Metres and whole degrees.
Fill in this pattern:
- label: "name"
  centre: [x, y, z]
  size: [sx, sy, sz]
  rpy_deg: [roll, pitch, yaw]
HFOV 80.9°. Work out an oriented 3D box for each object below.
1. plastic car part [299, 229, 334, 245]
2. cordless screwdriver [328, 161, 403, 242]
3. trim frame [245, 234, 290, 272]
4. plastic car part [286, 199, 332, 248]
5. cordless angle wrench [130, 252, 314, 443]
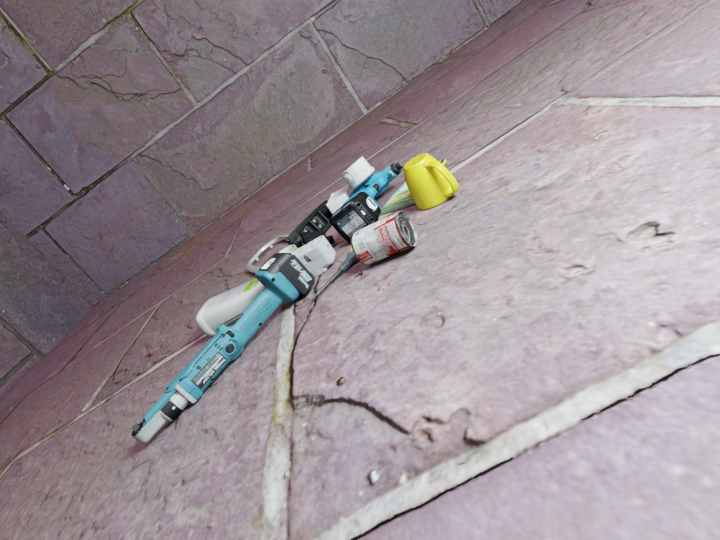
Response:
- label: "plastic car part"
  centre: [-0.099, -0.065, 1.013]
  size: [0.070, 0.064, 0.121]
  rpy_deg: [-24, 23, -9]
- label: "cordless screwdriver"
  centre: [0.023, -0.174, 1.003]
  size: [0.162, 0.073, 0.250]
  rpy_deg: [-35, 16, 29]
- label: "trim frame"
  centre: [-0.256, -0.054, 1.254]
  size: [0.183, 0.027, 0.258]
  rpy_deg: [-45, 22, -17]
- label: "plastic car part"
  centre: [-0.128, -0.112, 1.148]
  size: [0.202, 0.066, 0.067]
  rpy_deg: [-54, 0, -35]
- label: "cordless angle wrench"
  centre: [-0.255, 0.140, 0.800]
  size: [0.420, 0.094, 0.077]
  rpy_deg: [-50, 23, -22]
